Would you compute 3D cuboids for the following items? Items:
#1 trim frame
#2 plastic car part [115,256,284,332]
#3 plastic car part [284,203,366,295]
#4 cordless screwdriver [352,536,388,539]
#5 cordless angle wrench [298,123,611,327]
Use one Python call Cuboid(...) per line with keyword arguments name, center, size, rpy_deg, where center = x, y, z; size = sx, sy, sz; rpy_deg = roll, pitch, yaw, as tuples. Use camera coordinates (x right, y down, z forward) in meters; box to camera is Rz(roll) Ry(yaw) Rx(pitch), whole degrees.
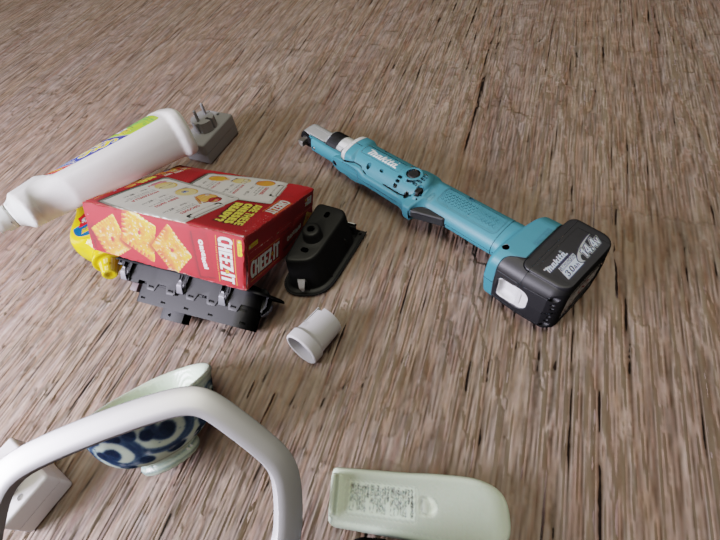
Cuboid(name="trim frame", center=(-0.164, 0.191, 0.314), size=(0.247, 0.028, 0.184), rpy_deg=(-21, 91, -6))
Cuboid(name="plastic car part", center=(-0.189, 0.030, 0.483), size=(0.209, 0.063, 0.068), rpy_deg=(7, 70, 17))
Cuboid(name="plastic car part", center=(-0.048, -0.032, 0.496), size=(0.069, 0.068, 0.116), rpy_deg=(17, 56, 21))
Cuboid(name="cordless screwdriver", center=(0.087, 0.277, 0.242), size=(0.256, 0.071, 0.161), rpy_deg=(13, 57, 15))
Cuboid(name="cordless angle wrench", center=(0.066, -0.099, 0.526), size=(0.097, 0.071, 0.446), rpy_deg=(-38, 54, -19))
